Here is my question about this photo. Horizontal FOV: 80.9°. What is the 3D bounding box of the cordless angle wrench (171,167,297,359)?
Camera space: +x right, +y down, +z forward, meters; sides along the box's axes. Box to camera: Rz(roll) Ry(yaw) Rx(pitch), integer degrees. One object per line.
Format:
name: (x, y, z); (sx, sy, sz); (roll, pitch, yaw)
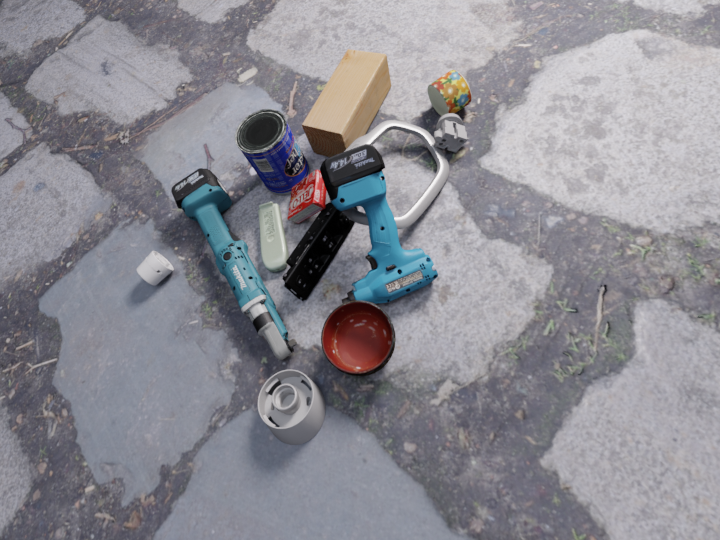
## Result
cordless angle wrench: (-0.235, -0.019, 0.787); (0.098, 0.071, 0.442); (-34, 63, -1)

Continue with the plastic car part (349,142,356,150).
plastic car part: (-0.002, -0.186, 0.804); (0.072, 0.064, 0.116); (29, 72, 9)

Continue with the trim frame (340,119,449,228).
trim frame: (0.052, -0.177, 0.763); (0.187, 0.027, 0.247); (34, 70, 9)

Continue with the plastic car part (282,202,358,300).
plastic car part: (-0.074, -0.049, 0.759); (0.071, 0.063, 0.203); (22, 72, 49)

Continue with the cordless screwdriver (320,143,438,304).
cordless screwdriver: (0.003, -0.065, 0.677); (0.160, 0.074, 0.247); (-24, 95, 4)
